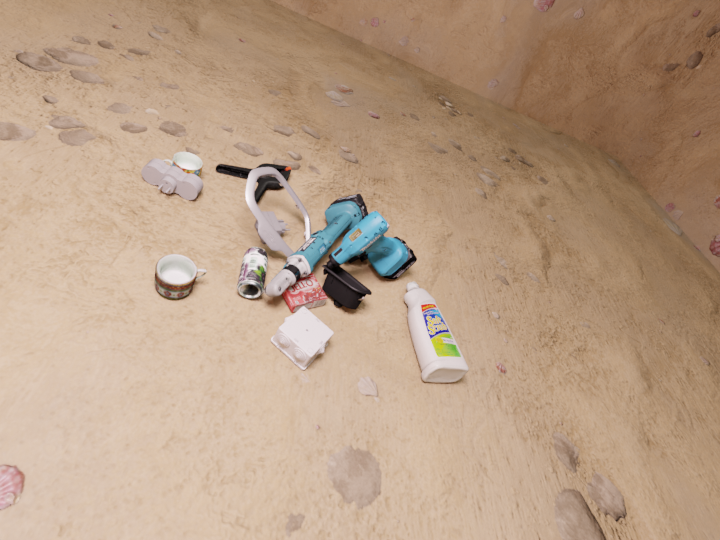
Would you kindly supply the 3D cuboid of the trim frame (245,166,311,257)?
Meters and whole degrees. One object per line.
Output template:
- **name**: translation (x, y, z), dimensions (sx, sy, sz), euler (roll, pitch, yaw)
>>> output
- **trim frame**: translation (-0.184, -0.130, 0.981), dimensions (0.237, 0.028, 0.187), euler (56, 32, -33)

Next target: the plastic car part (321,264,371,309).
- **plastic car part**: translation (-0.041, 0.044, 0.943), dimensions (0.122, 0.071, 0.063), euler (40, 20, 28)

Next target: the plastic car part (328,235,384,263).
- **plastic car part**: translation (0.010, -0.065, 1.096), dimensions (0.068, 0.067, 0.198), euler (49, 43, 5)

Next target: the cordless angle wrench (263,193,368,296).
- **cordless angle wrench**: translation (-0.097, -0.063, 0.990), dimensions (0.420, 0.102, 0.072), euler (-54, 128, -51)

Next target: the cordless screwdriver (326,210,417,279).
- **cordless screwdriver**: translation (0.029, -0.037, 0.995), dimensions (0.078, 0.160, 0.236), euler (55, 12, 28)
